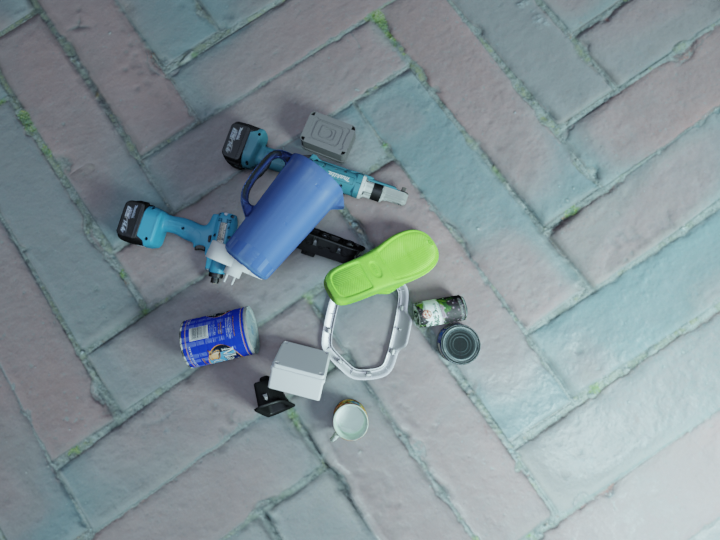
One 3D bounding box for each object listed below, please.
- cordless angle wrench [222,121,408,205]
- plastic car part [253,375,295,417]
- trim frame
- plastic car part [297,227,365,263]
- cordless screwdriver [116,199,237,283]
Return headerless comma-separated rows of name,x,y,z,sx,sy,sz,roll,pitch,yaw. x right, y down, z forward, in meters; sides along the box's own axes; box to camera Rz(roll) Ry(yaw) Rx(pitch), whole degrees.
cordless angle wrench,-0.098,-0.223,0.957,0.425,0.074,0.098,19,84,3
plastic car part,-0.188,0.256,0.874,0.066,0.112,0.074,-23,61,-4
trim frame,0.016,0.113,0.922,0.185,0.027,0.250,13,81,3
plastic car part,-0.091,-0.060,0.934,0.205,0.066,0.067,15,98,5
cordless screwdriver,-0.408,-0.066,0.946,0.249,0.074,0.160,10,83,0
